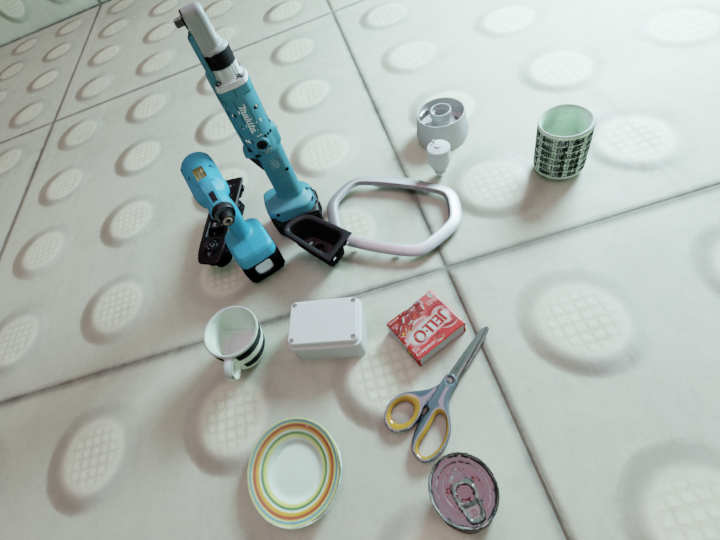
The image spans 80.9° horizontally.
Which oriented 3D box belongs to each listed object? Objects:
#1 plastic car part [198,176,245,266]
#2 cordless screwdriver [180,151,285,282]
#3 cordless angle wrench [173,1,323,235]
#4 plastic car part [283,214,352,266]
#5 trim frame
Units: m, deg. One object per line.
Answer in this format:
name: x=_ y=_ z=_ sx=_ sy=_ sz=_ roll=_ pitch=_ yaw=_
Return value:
plastic car part: x=-0.272 y=-0.089 z=0.843 sx=0.068 sy=0.064 sz=0.208 roll=-4 pitch=55 yaw=15
cordless screwdriver: x=-0.198 y=-0.066 z=0.691 sx=0.074 sy=0.237 sz=0.168 roll=-33 pitch=54 yaw=-8
cordless angle wrench: x=-0.163 y=-0.214 z=0.677 sx=0.098 sy=0.403 sz=0.078 roll=-21 pitch=53 yaw=1
plastic car part: x=-0.073 y=-0.047 z=0.743 sx=0.123 sy=0.067 sz=0.066 roll=27 pitch=68 yaw=31
trim frame: x=0.055 y=-0.106 z=0.765 sx=0.259 sy=0.026 sz=0.185 roll=9 pitch=60 yaw=24
